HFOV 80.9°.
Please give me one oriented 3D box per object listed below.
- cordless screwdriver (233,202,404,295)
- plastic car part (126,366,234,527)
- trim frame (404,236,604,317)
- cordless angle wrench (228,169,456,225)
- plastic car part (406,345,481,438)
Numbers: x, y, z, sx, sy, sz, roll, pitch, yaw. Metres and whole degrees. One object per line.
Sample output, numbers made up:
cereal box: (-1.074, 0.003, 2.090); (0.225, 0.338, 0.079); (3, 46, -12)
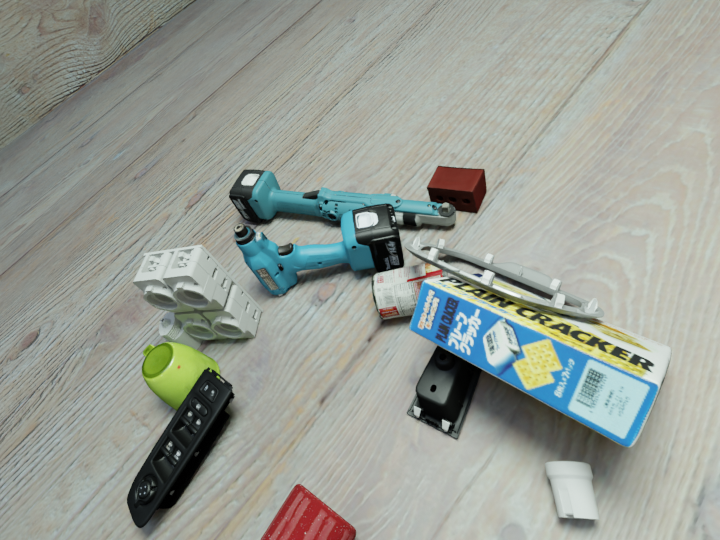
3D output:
cordless screwdriver: (-0.065, -0.042, 0.661); (0.253, 0.151, 0.077); (-13, 50, 13)
plastic car part: (-0.241, 0.241, 0.581); (0.070, 0.064, 0.203); (24, 71, 29)
trim frame: (0.166, 0.000, 0.526); (0.263, 0.175, 0.027); (27, 107, 47)
cordless angle wrench: (-0.044, -0.119, 0.762); (0.442, 0.093, 0.075); (10, 59, 27)
plastic car part: (0.103, 0.125, 0.508); (0.069, 0.067, 0.117); (16, 65, 33)
